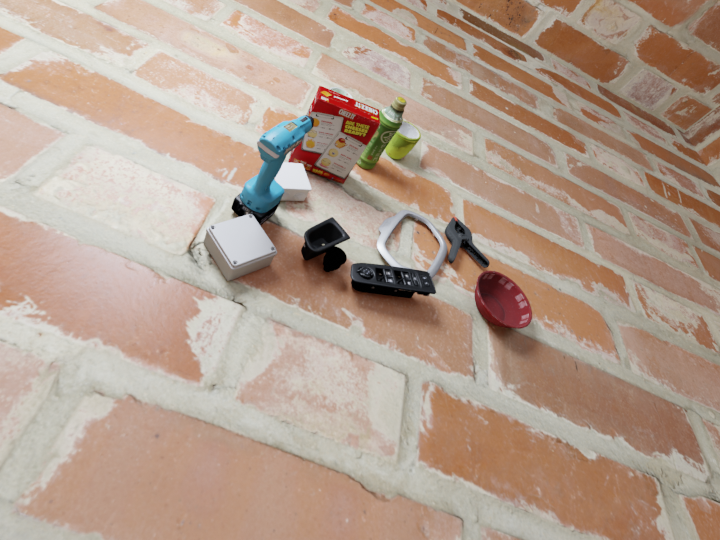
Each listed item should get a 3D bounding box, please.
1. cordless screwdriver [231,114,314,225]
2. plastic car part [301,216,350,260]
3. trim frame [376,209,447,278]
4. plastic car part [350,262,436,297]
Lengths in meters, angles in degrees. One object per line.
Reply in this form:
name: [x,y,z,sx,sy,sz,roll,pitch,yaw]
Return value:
cordless screwdriver: [-0.180,-0.212,0.892,0.075,0.249,0.158,38,47,-1]
plastic car part: [-0.092,-0.060,0.937,0.068,0.071,0.113,49,48,11]
trim frame: [0.133,-0.071,1.090,0.186,0.027,0.247,35,47,3]
plastic car part: [0.063,0.025,0.951,0.196,0.067,0.068,11,52,-20]
